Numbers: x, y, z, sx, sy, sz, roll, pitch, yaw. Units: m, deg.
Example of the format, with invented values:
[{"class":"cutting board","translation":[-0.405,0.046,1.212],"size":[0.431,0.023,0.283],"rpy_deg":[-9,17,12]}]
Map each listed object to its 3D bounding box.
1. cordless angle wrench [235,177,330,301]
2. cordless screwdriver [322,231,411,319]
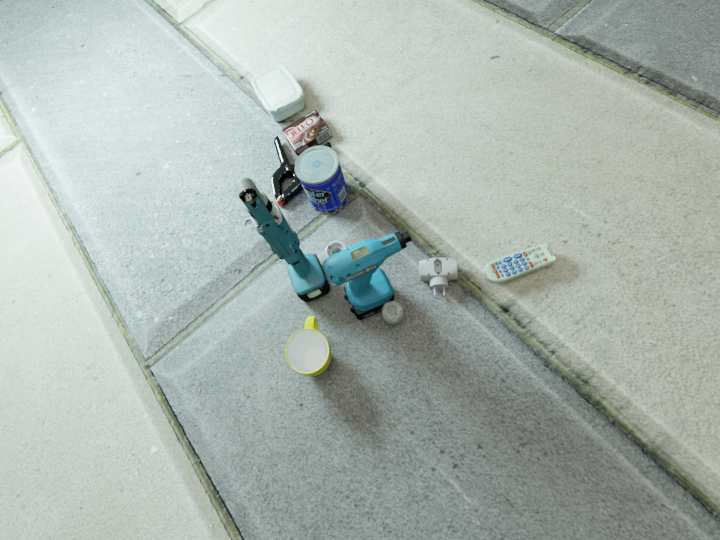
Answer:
[{"class":"cordless angle wrench","translation":[-0.142,-0.050,0.797],"size":[0.074,0.407,0.102],"rpy_deg":[-23,66,-1]},{"class":"cordless screwdriver","translation":[0.027,0.009,0.823],"size":[0.159,0.239,0.077],"rpy_deg":[-24,66,-1]}]
